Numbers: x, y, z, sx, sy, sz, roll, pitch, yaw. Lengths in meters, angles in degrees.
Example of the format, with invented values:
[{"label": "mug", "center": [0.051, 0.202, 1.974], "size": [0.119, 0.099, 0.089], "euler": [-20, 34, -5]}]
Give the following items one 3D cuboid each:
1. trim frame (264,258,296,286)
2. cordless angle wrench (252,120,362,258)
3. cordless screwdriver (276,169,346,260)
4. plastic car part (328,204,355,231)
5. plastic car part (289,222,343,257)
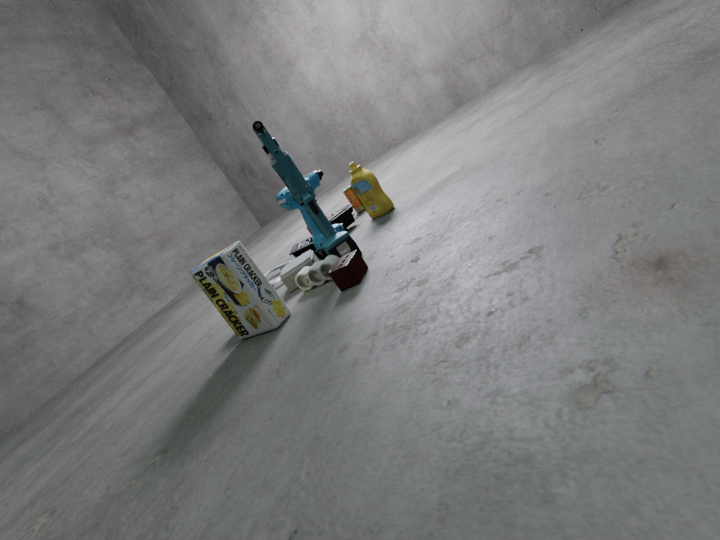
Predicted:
[{"label": "trim frame", "center": [-0.281, 0.014, 1.448], "size": [0.257, 0.027, 0.182], "euler": [-21, 21, 41]}, {"label": "cordless angle wrench", "center": [-0.146, -0.196, 1.079], "size": [0.074, 0.415, 0.100], "euler": [-35, 11, -7]}, {"label": "cordless screwdriver", "center": [-0.111, -0.156, 1.205], "size": [0.157, 0.244, 0.077], "euler": [-40, 12, -25]}, {"label": "plastic car part", "center": [-0.063, -0.165, 1.453], "size": [0.068, 0.069, 0.115], "euler": [-18, 22, 51]}, {"label": "plastic car part", "center": [-0.135, -0.088, 1.382], "size": [0.207, 0.066, 0.066], "euler": [-28, 15, 23]}]
